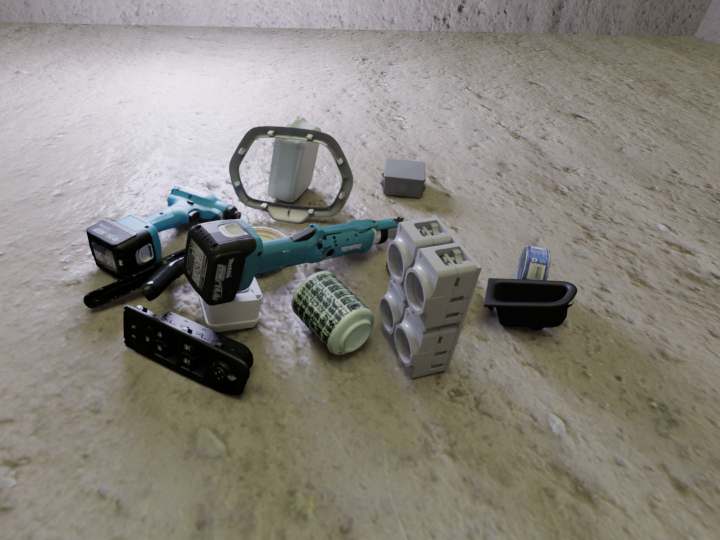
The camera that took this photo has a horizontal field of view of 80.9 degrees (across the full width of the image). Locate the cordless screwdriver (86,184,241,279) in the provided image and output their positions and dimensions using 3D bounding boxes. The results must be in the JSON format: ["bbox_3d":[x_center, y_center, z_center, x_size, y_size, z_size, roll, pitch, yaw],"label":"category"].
[{"bbox_3d":[-0.344,-0.077,0.766,0.165,0.072,0.247,18,38,18],"label":"cordless screwdriver"}]

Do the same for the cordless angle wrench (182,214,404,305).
[{"bbox_3d":[-0.066,-0.043,0.676,0.406,0.097,0.078,-15,44,-43],"label":"cordless angle wrench"}]

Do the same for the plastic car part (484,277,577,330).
[{"bbox_3d":[0.247,0.055,0.617,0.121,0.068,0.066,3,37,26],"label":"plastic car part"}]

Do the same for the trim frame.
[{"bbox_3d":[-0.137,-0.181,0.814,0.251,0.180,0.028,9,24,6],"label":"trim frame"}]

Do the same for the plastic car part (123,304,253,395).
[{"bbox_3d":[-0.224,0.102,0.564,0.211,0.066,0.065,20,16,22],"label":"plastic car part"}]
